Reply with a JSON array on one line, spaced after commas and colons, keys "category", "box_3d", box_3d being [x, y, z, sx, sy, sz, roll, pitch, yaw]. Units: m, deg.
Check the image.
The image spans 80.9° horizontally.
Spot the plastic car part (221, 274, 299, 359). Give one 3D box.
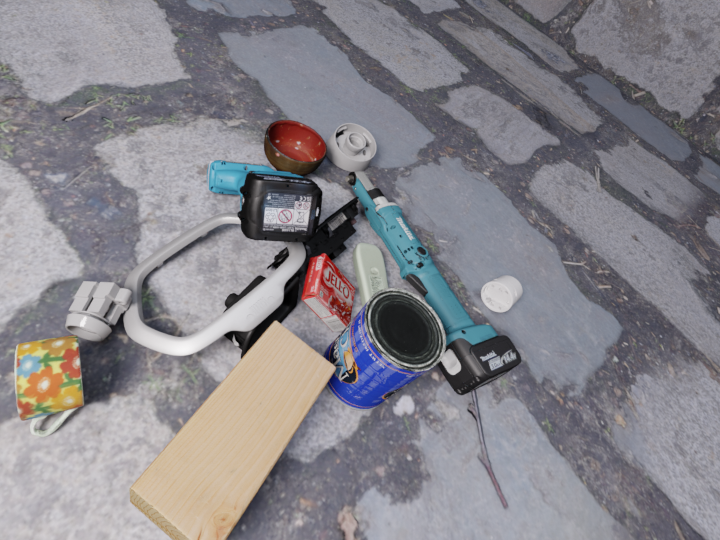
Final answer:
[{"category": "plastic car part", "box_3d": [-0.140, 0.050, 0.553, 0.073, 0.064, 0.115, 30, 49, 17]}]

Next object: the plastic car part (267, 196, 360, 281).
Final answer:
[{"category": "plastic car part", "box_3d": [-0.064, -0.042, 0.659, 0.199, 0.068, 0.066, -39, 103, -41]}]

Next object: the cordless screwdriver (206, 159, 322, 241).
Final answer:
[{"category": "cordless screwdriver", "box_3d": [-0.122, -0.112, 0.608, 0.153, 0.073, 0.262, -1, 21, -28]}]

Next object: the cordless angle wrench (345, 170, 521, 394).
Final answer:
[{"category": "cordless angle wrench", "box_3d": [0.088, -0.015, 0.699, 0.094, 0.074, 0.441, -10, 57, -32]}]

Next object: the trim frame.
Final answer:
[{"category": "trim frame", "box_3d": [-0.185, 0.005, 0.543, 0.193, 0.027, 0.245, 30, 53, 26]}]
